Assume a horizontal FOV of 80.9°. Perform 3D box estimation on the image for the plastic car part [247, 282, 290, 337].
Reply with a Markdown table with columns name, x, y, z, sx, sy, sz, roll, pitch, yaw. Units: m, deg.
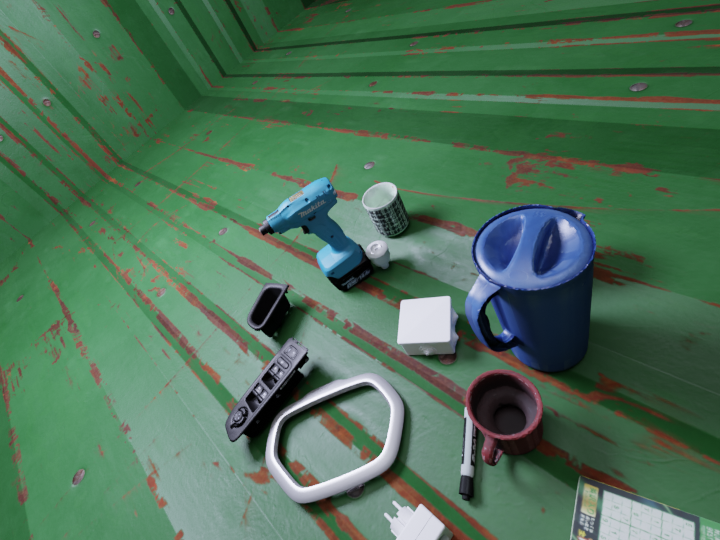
| name | x | y | z | sx | sy | sz | roll | pitch | yaw |
| --- | --- | --- | --- | --- | --- | --- | --- | --- | --- |
| plastic car part | -0.190 | 0.092 | 0.906 | 0.069 | 0.067 | 0.117 | 1 | 52 | 31 |

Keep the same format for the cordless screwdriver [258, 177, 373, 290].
| name | x | y | z | sx | sy | sz | roll | pitch | yaw |
| --- | --- | --- | --- | --- | --- | --- | --- | --- | --- |
| cordless screwdriver | -0.083 | -0.054 | 0.850 | 0.159 | 0.236 | 0.078 | -32 | 42 | 0 |

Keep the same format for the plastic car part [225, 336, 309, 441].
| name | x | y | z | sx | sy | sz | roll | pitch | yaw |
| --- | --- | --- | --- | --- | --- | --- | --- | --- | --- |
| plastic car part | -0.166 | 0.223 | 0.774 | 0.070 | 0.063 | 0.202 | 26 | 68 | 43 |

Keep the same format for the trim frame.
| name | x | y | z | sx | sy | sz | roll | pitch | yaw |
| --- | --- | --- | --- | --- | --- | --- | --- | --- | --- |
| trim frame | -0.045 | 0.264 | 0.692 | 0.250 | 0.026 | 0.193 | -28 | 43 | 6 |
